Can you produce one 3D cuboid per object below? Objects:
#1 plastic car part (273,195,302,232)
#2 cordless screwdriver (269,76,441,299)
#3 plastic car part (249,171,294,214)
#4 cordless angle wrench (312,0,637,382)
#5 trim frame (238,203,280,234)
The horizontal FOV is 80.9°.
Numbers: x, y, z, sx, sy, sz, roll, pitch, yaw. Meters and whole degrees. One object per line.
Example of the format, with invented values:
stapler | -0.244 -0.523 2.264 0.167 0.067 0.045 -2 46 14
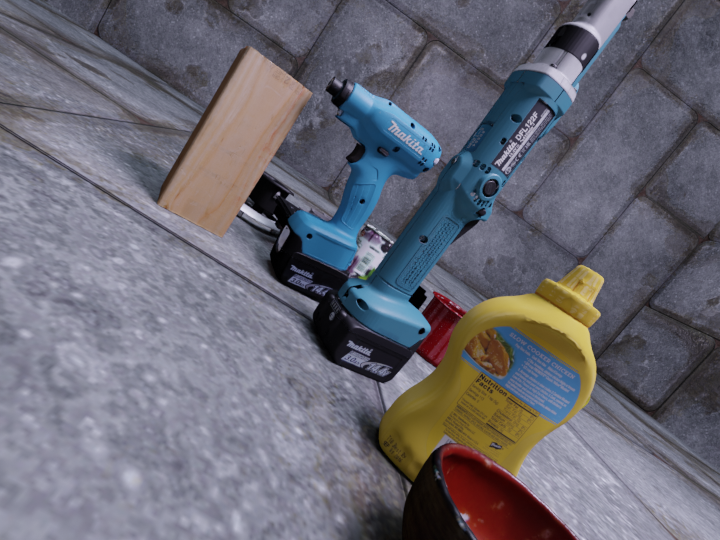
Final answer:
plastic car part | -0.067 -0.044 0.686 0.191 0.067 0.070 25 14 -43
cordless screwdriver | -0.030 -0.095 0.519 0.153 0.249 0.077 31 11 -24
plastic car part | -0.176 -0.141 0.780 0.062 0.071 0.123 27 12 -37
cordless angle wrench | 0.108 -0.083 0.405 0.093 0.423 0.078 30 12 -29
trim frame | -0.210 -0.134 0.764 0.174 0.027 0.263 25 13 -42
